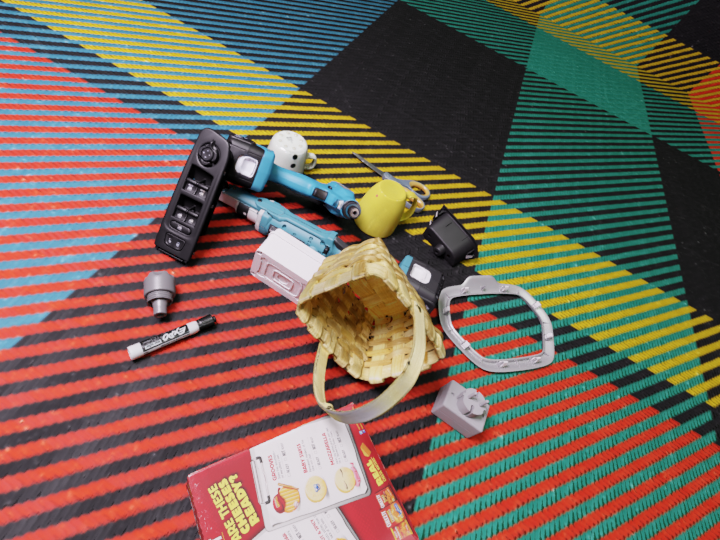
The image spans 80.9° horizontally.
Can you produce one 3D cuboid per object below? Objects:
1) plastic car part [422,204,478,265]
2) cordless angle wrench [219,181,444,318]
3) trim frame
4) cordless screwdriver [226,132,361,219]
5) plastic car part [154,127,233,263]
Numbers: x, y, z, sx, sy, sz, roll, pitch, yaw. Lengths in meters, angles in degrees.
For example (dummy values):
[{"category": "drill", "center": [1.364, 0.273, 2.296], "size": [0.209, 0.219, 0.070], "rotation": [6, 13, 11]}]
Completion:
[{"category": "plastic car part", "center": [0.171, -0.059, 0.839], "size": [0.070, 0.065, 0.120], "rotation": [-29, 72, -20]}, {"category": "cordless angle wrench", "center": [-0.070, -0.046, 0.720], "size": [0.429, 0.097, 0.074], "rotation": [28, 48, 7]}, {"category": "trim frame", "center": [0.253, 0.092, 0.771], "size": [0.241, 0.027, 0.191], "rotation": [-2, 54, -20]}, {"category": "cordless screwdriver", "center": [-0.118, -0.151, 0.724], "size": [0.240, 0.074, 0.166], "rotation": [19, 14, -20]}, {"category": "plastic car part", "center": [-0.246, -0.116, 0.654], "size": [0.068, 0.202, 0.065], "rotation": [28, 14, 15]}]
